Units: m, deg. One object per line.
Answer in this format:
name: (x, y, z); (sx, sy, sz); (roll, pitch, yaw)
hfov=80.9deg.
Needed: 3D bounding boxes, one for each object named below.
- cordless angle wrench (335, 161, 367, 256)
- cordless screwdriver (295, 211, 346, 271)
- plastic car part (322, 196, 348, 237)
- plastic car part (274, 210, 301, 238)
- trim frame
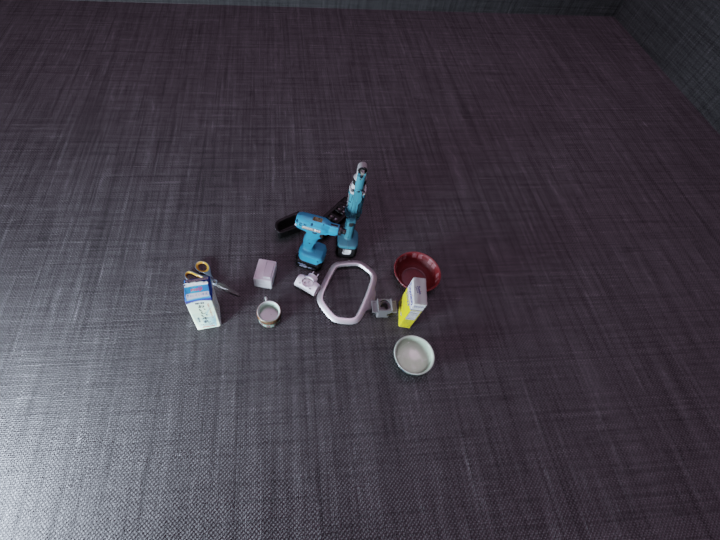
cordless angle wrench: (-0.023, -0.192, 1.359); (0.074, 0.414, 0.100); (6, 57, -6)
cordless screwdriver: (-0.135, -0.089, 1.384); (0.161, 0.243, 0.075); (17, 57, 3)
plastic car part: (-0.097, -0.189, 1.560); (0.068, 0.065, 0.201); (37, 61, 16)
plastic car part: (-0.257, -0.153, 1.522); (0.114, 0.069, 0.069); (-27, 64, -21)
trim frame: (-0.040, 0.068, 1.417); (0.187, 0.027, 0.250); (19, 57, 8)
